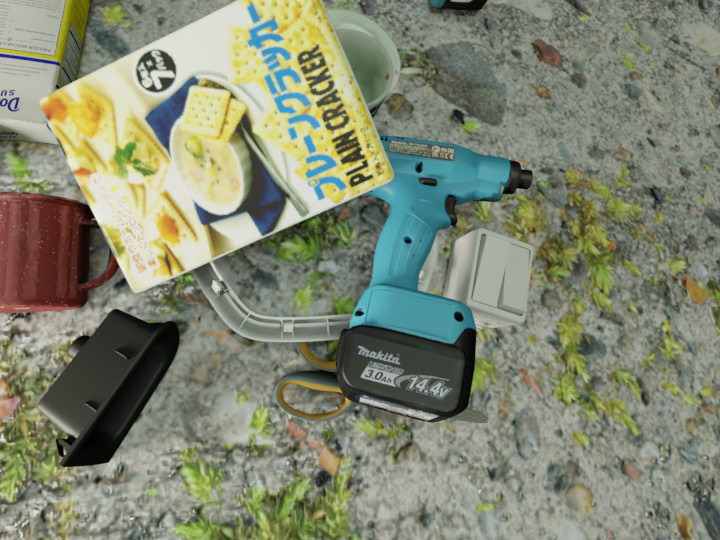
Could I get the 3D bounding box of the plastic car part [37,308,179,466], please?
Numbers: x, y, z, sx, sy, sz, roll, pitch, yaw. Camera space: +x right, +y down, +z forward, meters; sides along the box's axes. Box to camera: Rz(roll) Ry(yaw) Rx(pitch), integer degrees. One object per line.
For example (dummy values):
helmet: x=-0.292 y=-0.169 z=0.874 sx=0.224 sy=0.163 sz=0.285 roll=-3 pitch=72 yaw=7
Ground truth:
plastic car part: x=-0.205 y=0.083 z=0.339 sx=0.072 sy=0.064 sz=0.117 roll=22 pitch=68 yaw=7

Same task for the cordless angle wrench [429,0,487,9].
cordless angle wrench: x=-0.042 y=-0.374 z=0.491 sx=0.416 sy=0.074 sz=0.099 roll=-2 pitch=76 yaw=-10

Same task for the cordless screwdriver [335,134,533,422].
cordless screwdriver: x=0.066 y=-0.006 z=0.359 sx=0.161 sy=0.072 sz=0.253 roll=7 pitch=64 yaw=4

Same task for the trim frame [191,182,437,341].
trim frame: x=-0.040 y=-0.026 z=0.408 sx=0.244 sy=0.027 sz=0.189 roll=-3 pitch=68 yaw=-10
